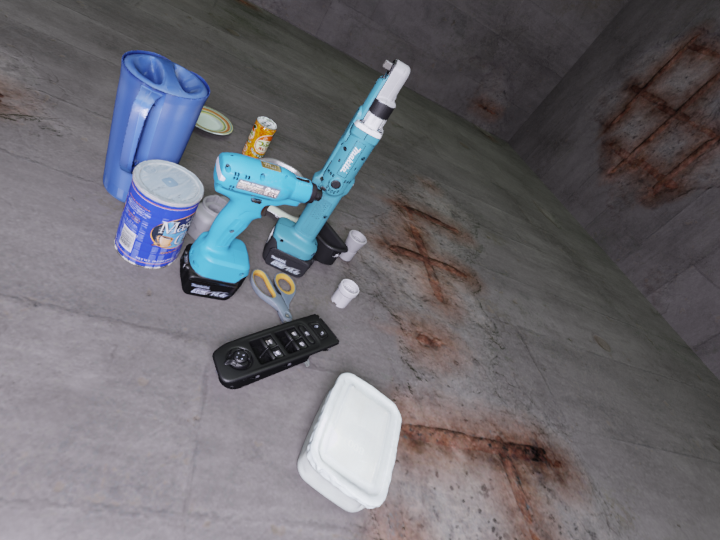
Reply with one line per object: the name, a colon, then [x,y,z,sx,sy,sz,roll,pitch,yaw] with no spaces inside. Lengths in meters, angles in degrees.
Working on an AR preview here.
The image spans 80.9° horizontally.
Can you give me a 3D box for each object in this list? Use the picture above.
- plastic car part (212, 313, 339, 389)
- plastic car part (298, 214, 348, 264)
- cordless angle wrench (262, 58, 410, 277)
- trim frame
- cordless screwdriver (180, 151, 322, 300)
plastic car part: [-0.130,0.122,0.623,0.194,0.067,0.069,-10,54,-47]
plastic car part: [-0.086,-0.057,0.885,0.063,0.071,0.122,-8,52,-47]
cordless angle wrench: [-0.044,-0.160,0.731,0.095,0.424,0.076,27,34,-16]
trim frame: [-0.183,-0.193,1.017,0.175,0.027,0.260,7,41,-35]
cordless screwdriver: [-0.175,-0.058,0.648,0.152,0.249,0.078,12,41,-33]
